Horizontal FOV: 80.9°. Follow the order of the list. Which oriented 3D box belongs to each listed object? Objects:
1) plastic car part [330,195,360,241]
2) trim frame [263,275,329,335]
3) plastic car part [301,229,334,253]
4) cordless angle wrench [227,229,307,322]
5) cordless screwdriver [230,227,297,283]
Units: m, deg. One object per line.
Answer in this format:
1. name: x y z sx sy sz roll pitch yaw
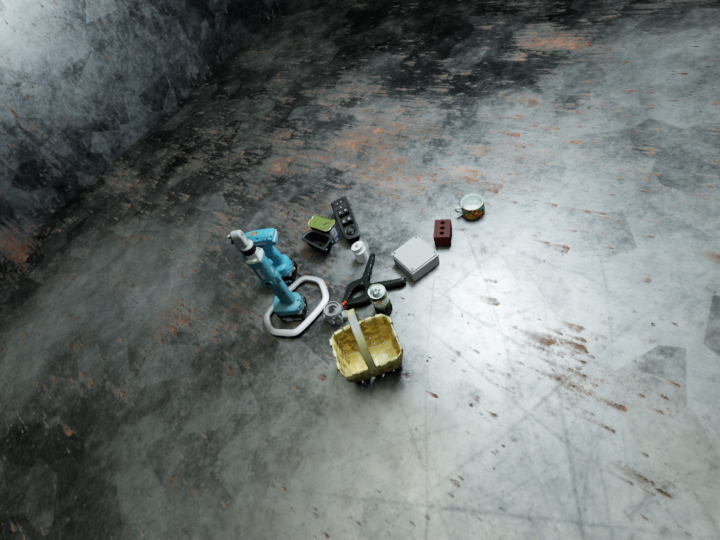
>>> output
1. plastic car part: -0.049 -0.178 1.539 0.066 0.064 0.212 -23 49 3
2. trim frame: -0.212 0.116 1.404 0.195 0.026 0.247 28 68 36
3. plastic car part: -0.148 -0.097 1.515 0.123 0.067 0.066 23 64 34
4. cordless angle wrench: -0.271 0.019 1.253 0.100 0.402 0.076 -8 51 14
5. cordless screwdriver: -0.320 -0.046 1.435 0.163 0.236 0.076 -6 52 17
